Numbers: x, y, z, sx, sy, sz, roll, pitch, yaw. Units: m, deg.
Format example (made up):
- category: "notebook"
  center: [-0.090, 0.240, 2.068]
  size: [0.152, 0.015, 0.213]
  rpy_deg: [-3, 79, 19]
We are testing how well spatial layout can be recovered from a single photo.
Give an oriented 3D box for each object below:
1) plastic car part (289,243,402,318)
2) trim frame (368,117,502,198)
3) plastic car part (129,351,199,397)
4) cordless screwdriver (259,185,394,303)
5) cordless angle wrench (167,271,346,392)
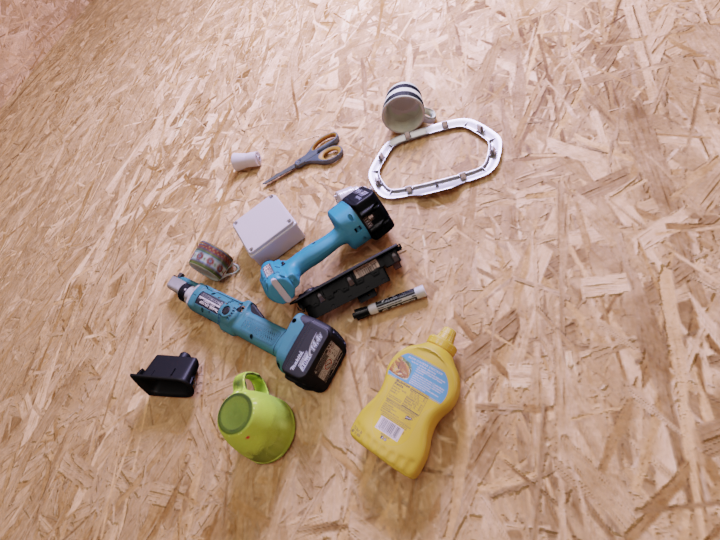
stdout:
- category: "plastic car part"
  center: [-0.017, 0.025, 0.692]
  size: [0.204, 0.066, 0.067]
  rpy_deg: [-24, 91, 7]
- category: "trim frame"
  center: [0.134, -0.213, 0.798]
  size: [0.255, 0.026, 0.189]
  rpy_deg: [-10, 56, 17]
- category: "plastic car part"
  center: [-0.329, 0.178, 0.744]
  size: [0.120, 0.063, 0.072]
  rpy_deg: [-6, 42, 18]
- category: "cordless screwdriver"
  center: [-0.073, -0.048, 0.748]
  size: [0.248, 0.072, 0.165]
  rpy_deg: [-38, 23, -5]
- category: "cordless angle wrench"
  center: [-0.220, 0.081, 0.748]
  size: [0.446, 0.070, 0.098]
  rpy_deg: [17, 68, 35]
